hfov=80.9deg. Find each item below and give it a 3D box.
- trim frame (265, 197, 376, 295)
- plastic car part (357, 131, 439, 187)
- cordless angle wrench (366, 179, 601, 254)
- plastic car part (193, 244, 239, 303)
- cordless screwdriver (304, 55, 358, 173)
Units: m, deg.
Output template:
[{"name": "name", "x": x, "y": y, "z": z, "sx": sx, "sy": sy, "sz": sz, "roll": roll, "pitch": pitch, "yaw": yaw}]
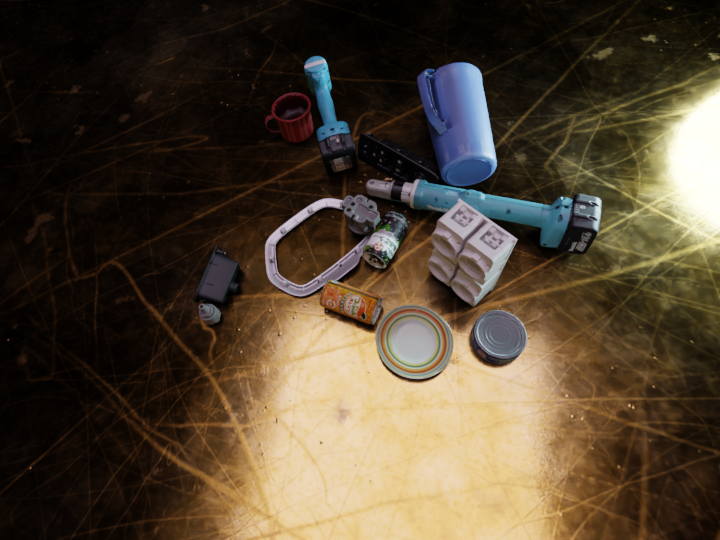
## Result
[{"name": "trim frame", "x": -0.085, "y": -0.055, "z": 0.864, "sx": 0.246, "sy": 0.026, "sz": 0.192, "roll": -37, "pitch": 63, "yaw": -12}, {"name": "plastic car part", "x": 0.087, "y": -0.235, "z": 0.915, "sx": 0.065, "sy": 0.065, "sz": 0.213, "roll": -29, "pitch": 57, "yaw": -37}, {"name": "cordless angle wrench", "x": 0.212, "y": -0.127, "z": 0.818, "sx": 0.439, "sy": 0.094, "sz": 0.075, "roll": 15, "pitch": 63, "yaw": 20}, {"name": "plastic car part", "x": -0.278, "y": 0.019, "z": 0.845, "sx": 0.071, "sy": 0.065, "sz": 0.118, "roll": 14, "pitch": 68, "yaw": -1}, {"name": "cordless screwdriver", "x": -0.070, "y": -0.342, "z": 0.969, "sx": 0.075, "sy": 0.155, "sz": 0.254, "roll": -15, "pitch": 77, "yaw": 2}]
